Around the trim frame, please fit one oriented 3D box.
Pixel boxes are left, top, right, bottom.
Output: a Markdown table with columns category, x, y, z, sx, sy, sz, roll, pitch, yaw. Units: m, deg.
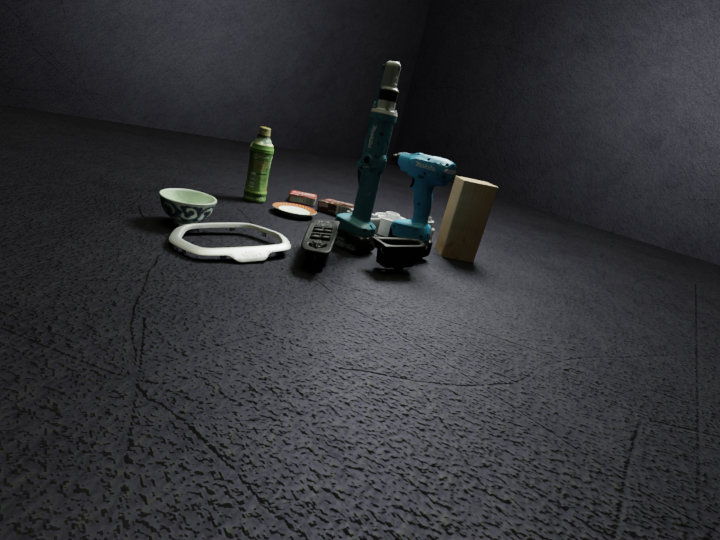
| category | x | y | z | sx | sy | sz | roll | pitch | yaw |
| --- | --- | --- | --- | --- | --- | --- | --- | --- | --- |
| trim frame | -0.259 | -0.061 | 0.851 | 0.237 | 0.027 | 0.195 | -5 | 25 | -41 |

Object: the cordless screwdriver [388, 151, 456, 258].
| category | x | y | z | sx | sy | sz | roll | pitch | yaw |
| --- | --- | --- | --- | --- | --- | --- | --- | --- | --- |
| cordless screwdriver | 0.122 | -0.160 | 1.030 | 0.168 | 0.246 | 0.071 | 26 | 21 | 35 |

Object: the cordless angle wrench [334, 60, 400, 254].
| category | x | y | z | sx | sy | sz | roll | pitch | yaw |
| --- | --- | --- | --- | --- | --- | --- | --- | --- | --- |
| cordless angle wrench | 0.027 | -0.247 | 0.953 | 0.103 | 0.418 | 0.071 | 25 | 20 | 32 |

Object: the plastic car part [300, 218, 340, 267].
| category | x | y | z | sx | sy | sz | roll | pitch | yaw |
| --- | --- | --- | --- | --- | --- | --- | --- | --- | --- |
| plastic car part | -0.086 | -0.056 | 0.882 | 0.066 | 0.066 | 0.205 | 12 | 18 | -3 |

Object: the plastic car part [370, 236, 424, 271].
| category | x | y | z | sx | sy | sz | roll | pitch | yaw |
| --- | --- | --- | --- | --- | --- | --- | --- | --- | --- |
| plastic car part | 0.081 | -0.032 | 0.908 | 0.112 | 0.070 | 0.069 | 3 | 20 | -26 |
